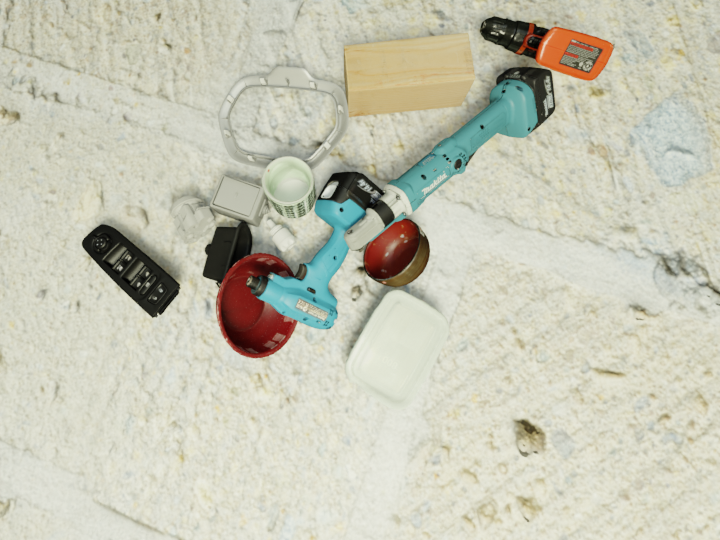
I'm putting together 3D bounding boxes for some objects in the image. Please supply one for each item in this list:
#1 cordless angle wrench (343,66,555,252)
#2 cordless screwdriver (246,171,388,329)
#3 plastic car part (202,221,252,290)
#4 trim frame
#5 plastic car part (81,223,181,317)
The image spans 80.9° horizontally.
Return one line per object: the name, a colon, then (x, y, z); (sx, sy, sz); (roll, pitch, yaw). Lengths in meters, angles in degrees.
cordless angle wrench: (0.137, -0.174, 0.672); (0.420, 0.093, 0.079); (-40, 40, -11)
cordless screwdriver: (-0.065, -0.043, 0.667); (0.151, 0.078, 0.249); (29, 82, -32)
plastic car part: (-0.231, -0.024, 0.716); (0.073, 0.063, 0.118); (4, 77, 15)
trim frame: (-0.142, -0.269, 0.747); (0.256, 0.026, 0.184); (12, 85, 17)
plastic car part: (-0.380, -0.006, 0.711); (0.208, 0.065, 0.066); (36, 90, 12)
